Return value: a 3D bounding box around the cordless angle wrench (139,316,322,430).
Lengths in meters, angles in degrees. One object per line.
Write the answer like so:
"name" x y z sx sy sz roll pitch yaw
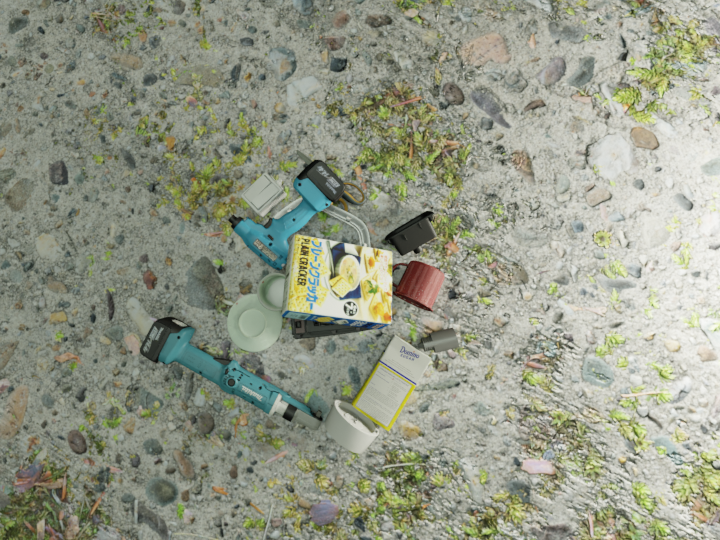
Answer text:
"cordless angle wrench" -0.278 0.238 0.931 0.429 0.073 0.098 27 87 6

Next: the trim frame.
"trim frame" -0.094 -0.061 0.961 0.252 0.027 0.184 27 93 7

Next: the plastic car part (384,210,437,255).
"plastic car part" 0.119 -0.074 0.933 0.117 0.066 0.070 -34 97 4

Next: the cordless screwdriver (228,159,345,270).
"cordless screwdriver" -0.159 -0.137 0.917 0.157 0.075 0.249 41 98 -6

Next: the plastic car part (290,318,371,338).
"plastic car part" -0.055 0.107 0.927 0.204 0.066 0.067 -6 77 2
